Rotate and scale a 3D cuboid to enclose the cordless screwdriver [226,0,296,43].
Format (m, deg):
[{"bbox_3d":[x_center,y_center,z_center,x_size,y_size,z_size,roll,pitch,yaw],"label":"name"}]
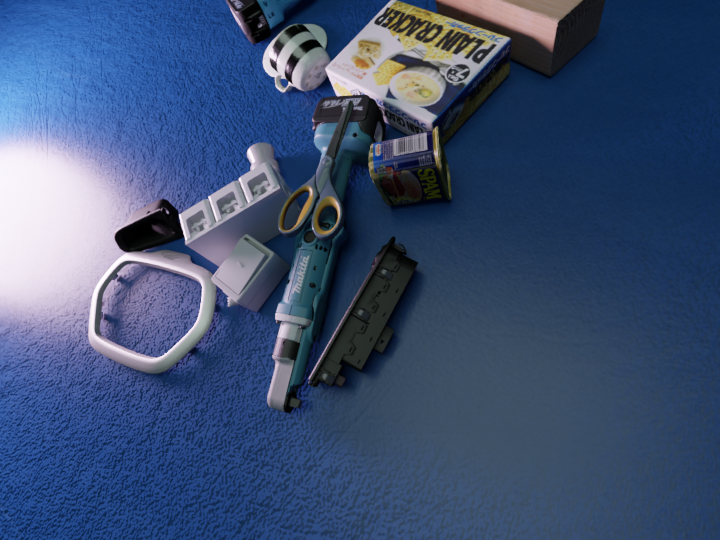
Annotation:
[{"bbox_3d":[-0.141,-0.562,0.828,0.250,0.071,0.166,-27,60,4],"label":"cordless screwdriver"}]

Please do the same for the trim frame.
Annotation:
[{"bbox_3d":[-0.323,0.053,0.647,0.259,0.026,0.185,10,72,27],"label":"trim frame"}]

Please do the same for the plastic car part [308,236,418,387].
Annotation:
[{"bbox_3d":[0.011,0.051,0.496,0.069,0.064,0.203,22,76,16],"label":"plastic car part"}]

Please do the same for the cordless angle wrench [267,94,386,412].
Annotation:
[{"bbox_3d":[-0.055,-0.036,0.559,0.102,0.071,0.427,5,71,23],"label":"cordless angle wrench"}]

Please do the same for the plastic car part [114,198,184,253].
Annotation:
[{"bbox_3d":[-0.351,-0.081,0.704,0.119,0.062,0.073,-16,48,17],"label":"plastic car part"}]
